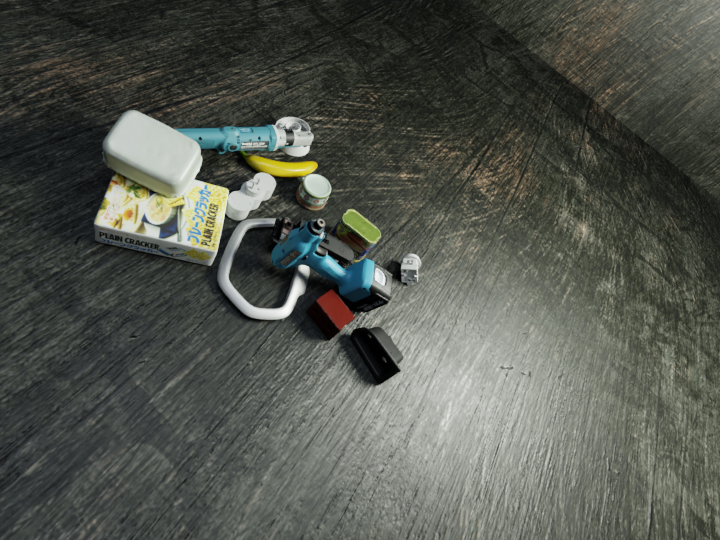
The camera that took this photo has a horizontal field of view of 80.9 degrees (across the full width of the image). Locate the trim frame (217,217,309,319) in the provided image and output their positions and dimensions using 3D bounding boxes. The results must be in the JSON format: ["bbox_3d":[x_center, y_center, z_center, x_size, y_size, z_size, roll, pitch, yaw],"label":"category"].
[{"bbox_3d":[-0.191,-0.011,0.872,0.180,0.027,0.254,20,50,-12],"label":"trim frame"}]

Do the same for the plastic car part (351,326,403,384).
[{"bbox_3d":[0.042,0.157,0.856,0.068,0.066,0.120,-10,60,-49],"label":"plastic car part"}]

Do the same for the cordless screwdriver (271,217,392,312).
[{"bbox_3d":[-0.040,-0.012,0.843,0.239,0.162,0.076,29,50,-22],"label":"cordless screwdriver"}]

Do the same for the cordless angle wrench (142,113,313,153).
[{"bbox_3d":[-0.295,-0.293,0.948,0.408,0.098,0.077,-11,64,-28],"label":"cordless angle wrench"}]

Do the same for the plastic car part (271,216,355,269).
[{"bbox_3d":[-0.089,-0.058,0.912,0.194,0.068,0.068,31,39,-26],"label":"plastic car part"}]
